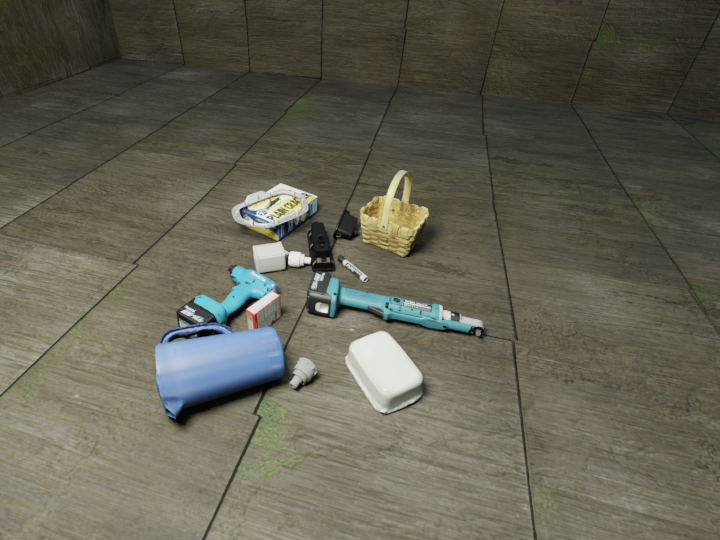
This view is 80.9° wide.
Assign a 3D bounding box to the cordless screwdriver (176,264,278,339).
[{"bbox_3d":[-0.339,0.069,1.037,0.167,0.072,0.243,24,40,26],"label":"cordless screwdriver"}]

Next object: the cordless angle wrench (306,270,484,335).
[{"bbox_3d":[0.081,0.092,1.028,0.429,0.072,0.099,11,39,8],"label":"cordless angle wrench"}]

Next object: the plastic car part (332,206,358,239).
[{"bbox_3d":[-0.041,-0.134,1.320,0.071,0.065,0.118,19,42,-3],"label":"plastic car part"}]

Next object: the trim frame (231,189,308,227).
[{"bbox_3d":[-0.275,-0.196,1.302,0.242,0.027,0.195,-30,47,-31],"label":"trim frame"}]

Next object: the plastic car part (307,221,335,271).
[{"bbox_3d":[-0.122,-0.080,1.243,0.066,0.065,0.211,-9,37,-6],"label":"plastic car part"}]
